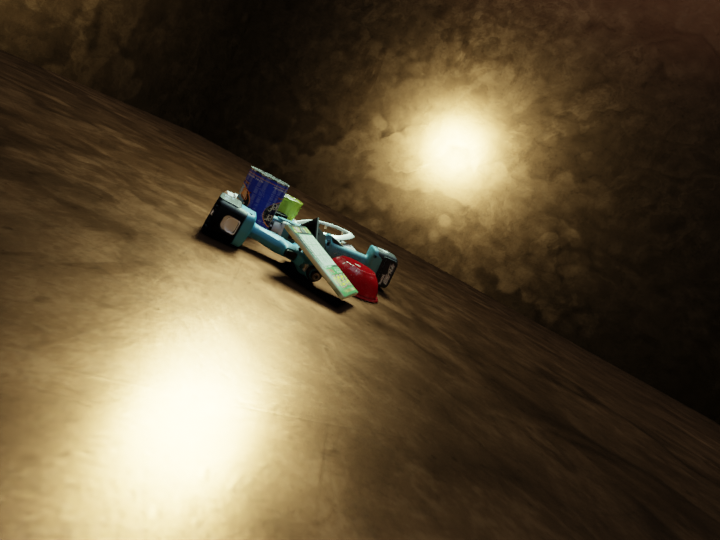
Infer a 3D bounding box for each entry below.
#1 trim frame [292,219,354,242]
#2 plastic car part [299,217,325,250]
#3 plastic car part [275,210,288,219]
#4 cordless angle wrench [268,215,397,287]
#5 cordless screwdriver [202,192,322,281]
[{"bbox_3d":[-0.117,-0.123,1.276,0.190,0.027,0.243,21,15,13],"label":"trim frame"},{"bbox_3d":[-0.113,-0.060,1.040,0.067,0.068,0.120,38,39,-44],"label":"plastic car part"},{"bbox_3d":[-0.275,-0.157,1.171,0.070,0.067,0.191,27,3,42],"label":"plastic car part"},{"bbox_3d":[-0.110,-0.072,1.120,0.415,0.097,0.076,22,10,-10],"label":"cordless angle wrench"},{"bbox_3d":[-0.186,-0.057,0.842,0.240,0.074,0.165,29,8,-21],"label":"cordless screwdriver"}]
